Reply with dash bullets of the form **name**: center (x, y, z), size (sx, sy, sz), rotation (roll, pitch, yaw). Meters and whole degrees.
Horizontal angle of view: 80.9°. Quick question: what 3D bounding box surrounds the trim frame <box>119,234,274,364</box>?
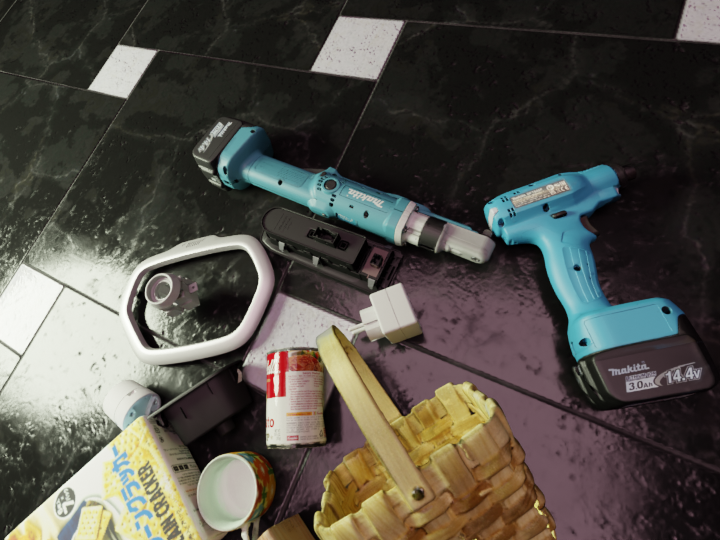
- **trim frame**: center (-0.236, 0.035, 0.600), size (0.253, 0.026, 0.189), rotation (-14, 67, 14)

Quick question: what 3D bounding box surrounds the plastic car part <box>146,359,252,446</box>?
- **plastic car part**: center (-0.183, 0.169, 0.515), size (0.116, 0.065, 0.072), rotation (-31, 80, 0)

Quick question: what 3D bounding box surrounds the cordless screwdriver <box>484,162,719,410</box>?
- **cordless screwdriver**: center (0.253, 0.002, 0.432), size (0.161, 0.071, 0.258), rotation (-21, 61, 8)

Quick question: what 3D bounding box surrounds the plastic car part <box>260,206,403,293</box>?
- **plastic car part**: center (-0.054, -0.035, 0.551), size (0.212, 0.064, 0.066), rotation (20, 78, 26)

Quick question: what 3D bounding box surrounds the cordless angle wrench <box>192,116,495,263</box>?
- **cordless angle wrench**: center (-0.036, -0.102, 0.567), size (0.440, 0.071, 0.098), rotation (24, 70, 21)
